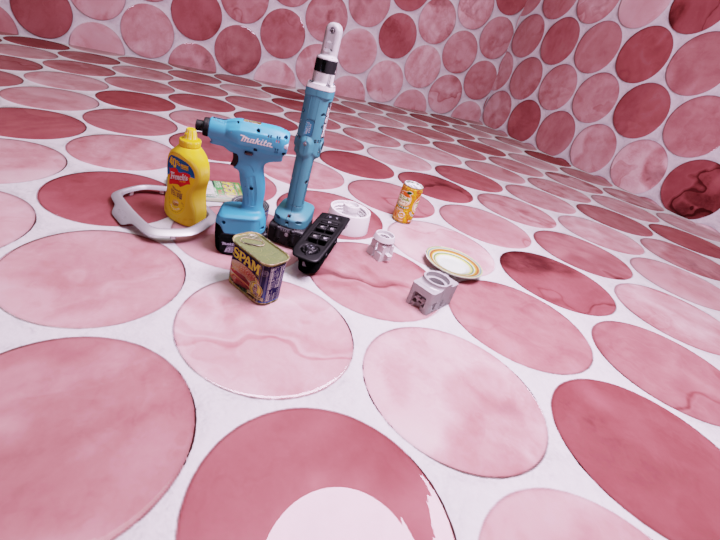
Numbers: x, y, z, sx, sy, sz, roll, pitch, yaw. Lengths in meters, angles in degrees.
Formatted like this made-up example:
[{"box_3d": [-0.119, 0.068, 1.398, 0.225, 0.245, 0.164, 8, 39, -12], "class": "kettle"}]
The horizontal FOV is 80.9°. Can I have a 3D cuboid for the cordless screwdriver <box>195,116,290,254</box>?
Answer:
[{"box_3d": [-0.228, -0.151, 0.769, 0.156, 0.245, 0.077, 11, 29, -11], "class": "cordless screwdriver"}]

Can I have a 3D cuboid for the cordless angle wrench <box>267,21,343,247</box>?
[{"box_3d": [-0.099, -0.244, 0.812, 0.075, 0.417, 0.098, 19, 28, 2], "class": "cordless angle wrench"}]

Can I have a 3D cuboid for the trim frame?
[{"box_3d": [-0.405, -0.125, 0.867, 0.177, 0.027, 0.262, -16, 41, -43], "class": "trim frame"}]

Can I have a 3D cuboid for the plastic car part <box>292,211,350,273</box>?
[{"box_3d": [-0.083, -0.054, 0.849, 0.067, 0.066, 0.203, 19, 29, 6], "class": "plastic car part"}]
